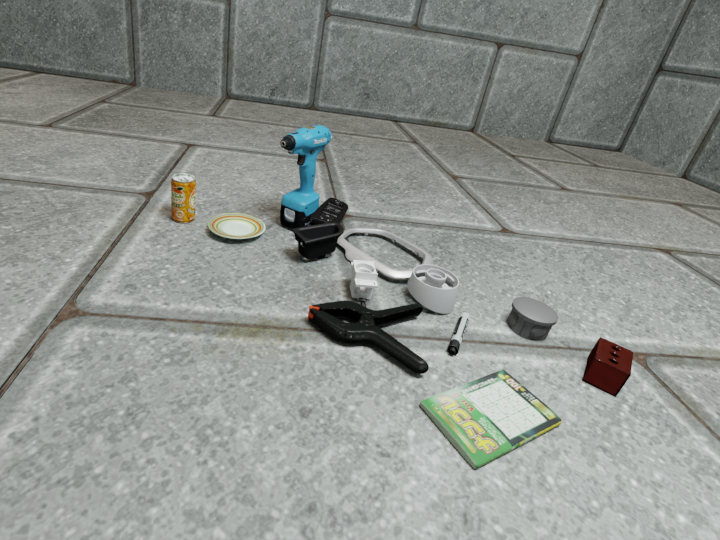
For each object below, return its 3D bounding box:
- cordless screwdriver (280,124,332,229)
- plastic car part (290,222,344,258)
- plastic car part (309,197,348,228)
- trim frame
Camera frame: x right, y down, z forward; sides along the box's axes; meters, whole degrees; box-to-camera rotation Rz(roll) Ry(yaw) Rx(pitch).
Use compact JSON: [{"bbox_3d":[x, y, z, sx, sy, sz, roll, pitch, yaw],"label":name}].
[{"bbox_3d":[-0.143,-0.212,0.996,0.077,0.244,0.155,24,31,21],"label":"cordless screwdriver"},{"bbox_3d":[-0.090,-0.059,0.921,0.112,0.069,0.070,-11,36,-33],"label":"plastic car part"},{"bbox_3d":[-0.075,-0.131,1.055,0.067,0.066,0.204,13,29,4],"label":"plastic car part"},{"bbox_3d":[0.052,-0.045,0.980,0.177,0.027,0.263,-17,39,-39],"label":"trim frame"}]
